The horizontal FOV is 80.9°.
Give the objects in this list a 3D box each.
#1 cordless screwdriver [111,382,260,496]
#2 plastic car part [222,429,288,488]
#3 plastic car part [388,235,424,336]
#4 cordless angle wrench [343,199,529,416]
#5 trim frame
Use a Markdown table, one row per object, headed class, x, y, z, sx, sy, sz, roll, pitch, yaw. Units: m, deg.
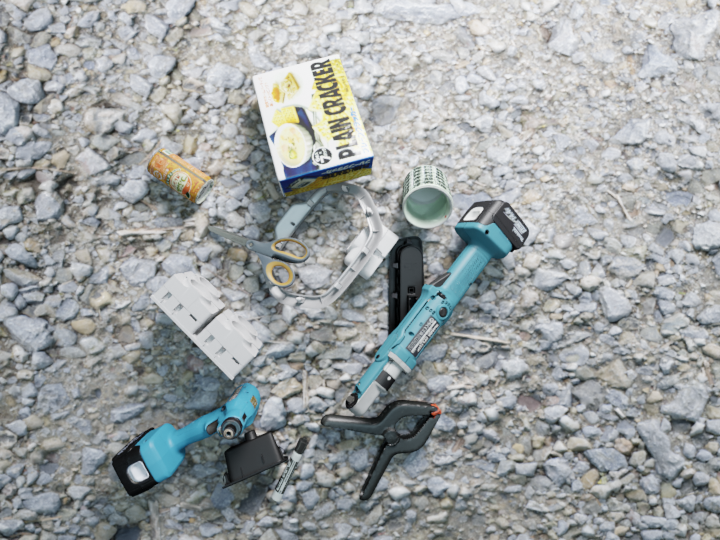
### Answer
| class | x | y | z | sx | sy | sz | roll | pitch | yaw |
| --- | --- | --- | --- | --- | --- | --- | --- | --- | --- |
| cordless screwdriver | -0.285 | 0.281 | 0.698 | 0.249 | 0.160 | 0.074 | -29 | 94 | 0 |
| plastic car part | -0.193 | 0.325 | 0.752 | 0.116 | 0.065 | 0.072 | -25 | 78 | -5 |
| plastic car part | 0.085 | 0.039 | 0.756 | 0.067 | 0.066 | 0.203 | 0 | 87 | 4 |
| cordless angle wrench | 0.119 | 0.061 | 0.696 | 0.095 | 0.077 | 0.421 | 44 | 76 | -19 |
| trim frame | -0.072 | -0.047 | 0.740 | 0.193 | 0.026 | 0.248 | 38 | 92 | 29 |
